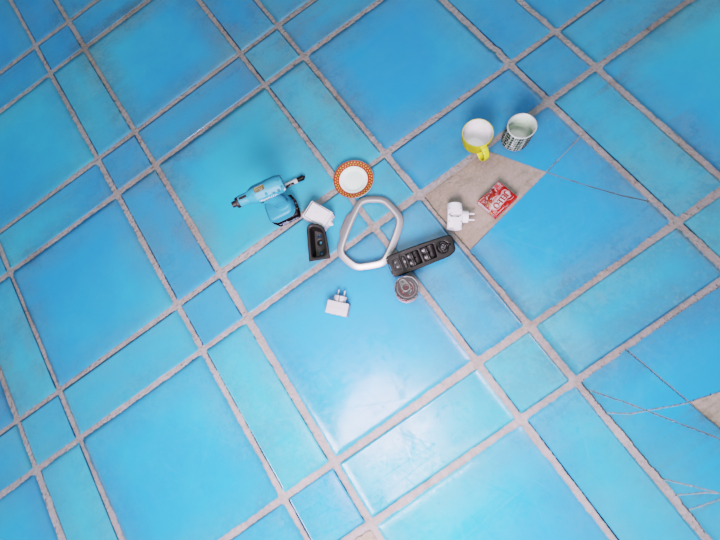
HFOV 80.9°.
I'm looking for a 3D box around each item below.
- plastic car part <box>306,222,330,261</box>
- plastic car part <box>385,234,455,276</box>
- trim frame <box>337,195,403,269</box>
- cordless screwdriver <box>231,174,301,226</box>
[{"bbox_3d":[-0.128,-0.084,1.312,0.067,0.069,0.118,-9,77,7],"label":"plastic car part"},{"bbox_3d":[0.180,-0.041,1.243,0.204,0.065,0.068,-22,76,5],"label":"plastic car part"},{"bbox_3d":[0.027,-0.117,1.311,0.189,0.027,0.249,19,82,15],"label":"trim frame"},{"bbox_3d":[-0.278,-0.199,1.278,0.160,0.242,0.076,-23,78,3],"label":"cordless screwdriver"}]
